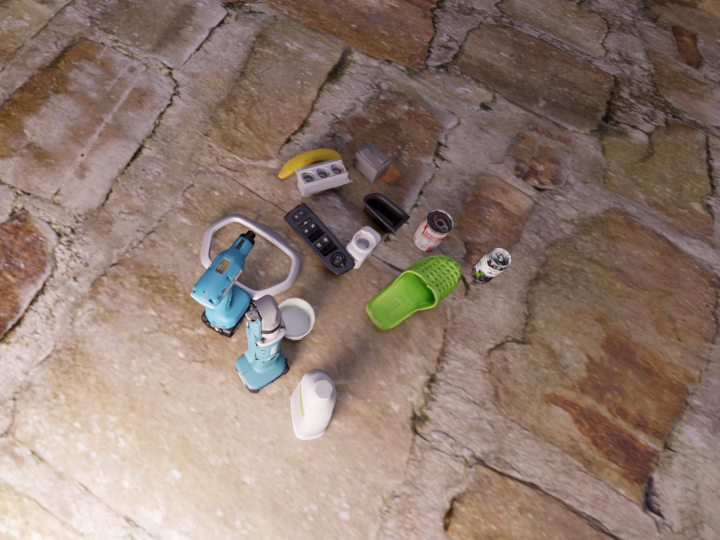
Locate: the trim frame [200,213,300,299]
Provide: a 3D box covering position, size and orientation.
[{"bbox_3d":[-0.260,-0.037,0.999,0.253,0.027,0.184,31,63,8],"label":"trim frame"}]

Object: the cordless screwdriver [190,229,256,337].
[{"bbox_3d":[-0.257,0.032,0.841,0.075,0.246,0.159,29,63,1],"label":"cordless screwdriver"}]

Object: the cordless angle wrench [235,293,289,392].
[{"bbox_3d":[-0.162,0.125,0.710,0.096,0.419,0.076,-30,76,-24],"label":"cordless angle wrench"}]

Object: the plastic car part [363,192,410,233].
[{"bbox_3d":[0.054,-0.140,1.073,0.119,0.070,0.065,42,64,11],"label":"plastic car part"}]

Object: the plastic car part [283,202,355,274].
[{"bbox_3d":[-0.099,-0.065,1.015,0.065,0.066,0.209,-37,74,-24],"label":"plastic car part"}]
